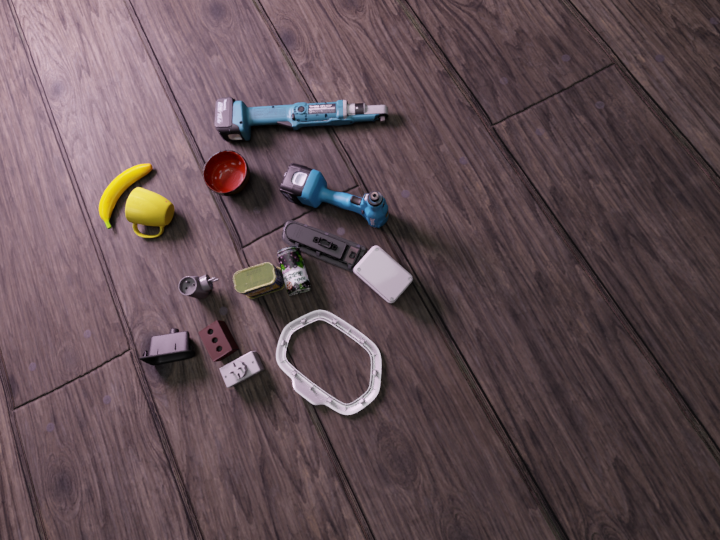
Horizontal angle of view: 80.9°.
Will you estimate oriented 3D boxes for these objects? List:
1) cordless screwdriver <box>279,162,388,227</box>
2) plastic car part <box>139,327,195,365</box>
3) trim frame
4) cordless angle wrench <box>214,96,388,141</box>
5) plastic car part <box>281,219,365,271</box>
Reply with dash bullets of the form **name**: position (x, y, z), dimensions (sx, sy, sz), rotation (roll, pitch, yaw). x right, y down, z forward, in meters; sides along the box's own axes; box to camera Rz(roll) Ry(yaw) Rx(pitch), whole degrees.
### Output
- **cordless screwdriver**: position (-0.058, -0.171, 0.942), dimensions (0.255, 0.155, 0.074), rotation (21, 82, 12)
- **plastic car part**: position (-0.437, 0.171, 0.974), dimensions (0.117, 0.064, 0.073), rotation (-14, 63, 1)
- **trim frame**: position (-0.070, 0.199, 0.927), dimensions (0.254, 0.027, 0.184), rotation (34, 85, 12)
- **cordless angle wrench**: position (-0.145, -0.385, 1.050), dimensions (0.427, 0.073, 0.099), rotation (-1, 78, 5)
- **plastic car part**: position (-0.095, -0.062, 0.975), dimensions (0.209, 0.065, 0.066), rotation (22, 89, 14)
